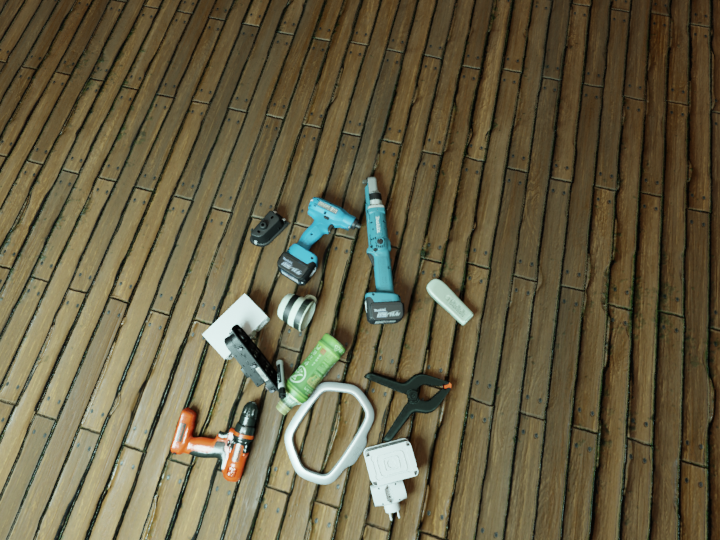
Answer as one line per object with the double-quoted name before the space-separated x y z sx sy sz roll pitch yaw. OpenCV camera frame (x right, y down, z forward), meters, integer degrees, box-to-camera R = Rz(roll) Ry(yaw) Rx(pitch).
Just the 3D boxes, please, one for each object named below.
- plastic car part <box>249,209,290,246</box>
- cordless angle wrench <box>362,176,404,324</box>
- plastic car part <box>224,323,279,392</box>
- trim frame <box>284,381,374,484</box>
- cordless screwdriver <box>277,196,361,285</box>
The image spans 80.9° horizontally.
"plastic car part" -0.264 -0.122 1.191 0.068 0.069 0.116 39 75 11
"cordless angle wrench" 0.050 -0.069 1.164 0.098 0.073 0.432 -4 71 -1
"plastic car part" -0.272 0.222 1.052 0.068 0.067 0.199 -28 102 11
"trim frame" -0.076 0.396 1.046 0.189 0.027 0.248 33 75 12
"cordless screwdriver" -0.114 -0.075 1.170 0.162 0.073 0.249 25 72 9
